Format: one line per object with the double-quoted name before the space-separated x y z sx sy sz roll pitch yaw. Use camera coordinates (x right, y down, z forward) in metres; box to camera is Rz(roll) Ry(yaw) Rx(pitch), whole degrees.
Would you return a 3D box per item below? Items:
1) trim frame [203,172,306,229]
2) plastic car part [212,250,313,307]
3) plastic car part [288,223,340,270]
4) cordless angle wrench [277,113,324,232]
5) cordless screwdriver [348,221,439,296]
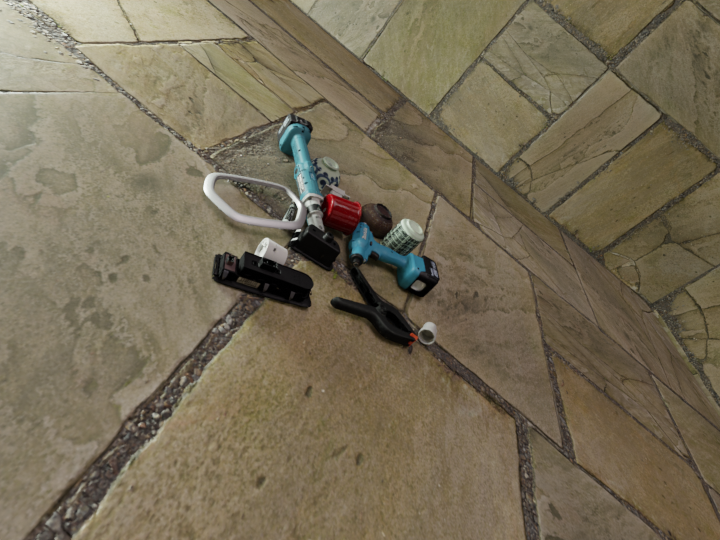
"trim frame" -0.227 -0.156 0.938 0.237 0.027 0.193 1 45 -36
"plastic car part" -0.168 0.010 0.786 0.193 0.067 0.069 25 28 -29
"plastic car part" -0.092 -0.060 0.942 0.114 0.071 0.067 31 34 -11
"cordless angle wrench" -0.147 -0.251 1.109 0.071 0.099 0.441 14 44 -34
"cordless screwdriver" 0.078 -0.015 1.067 0.244 0.074 0.162 29 34 -12
